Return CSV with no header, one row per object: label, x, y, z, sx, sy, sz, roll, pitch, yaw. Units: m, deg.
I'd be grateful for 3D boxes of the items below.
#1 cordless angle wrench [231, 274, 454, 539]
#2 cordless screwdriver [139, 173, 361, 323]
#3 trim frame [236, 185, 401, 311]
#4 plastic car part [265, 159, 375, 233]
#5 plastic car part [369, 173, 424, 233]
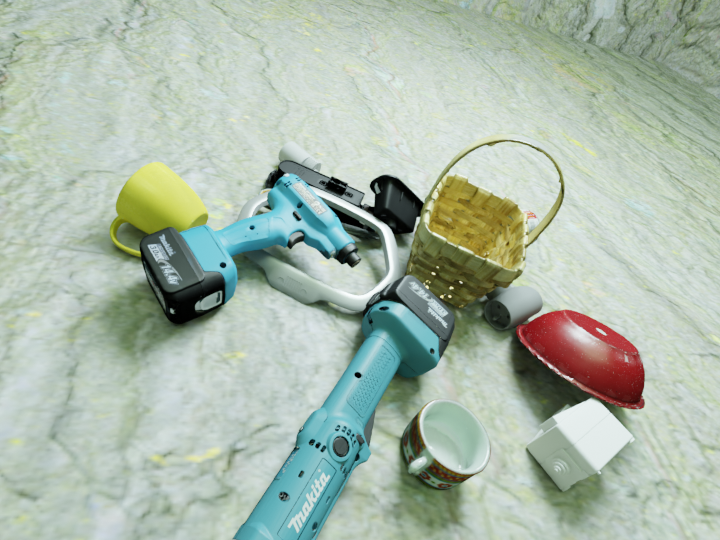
cordless angle wrench,-0.029,0.167,0.394,0.098,0.075,0.419,42,49,-3
cordless screwdriver,-0.127,-0.020,0.522,0.243,0.073,0.165,-32,68,-31
trim frame,-0.059,-0.038,0.602,0.251,0.027,0.184,26,54,6
plastic car part,-0.062,-0.124,0.687,0.206,0.066,0.066,23,50,7
plastic car part,0.053,-0.094,0.671,0.110,0.069,0.072,29,63,-50
